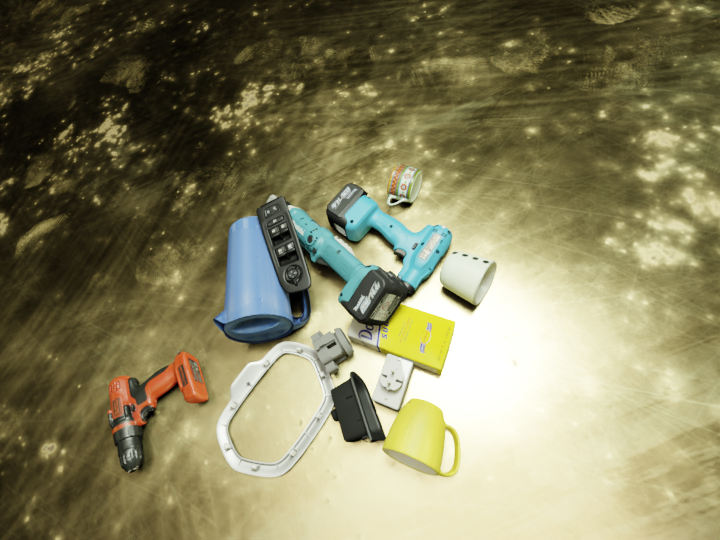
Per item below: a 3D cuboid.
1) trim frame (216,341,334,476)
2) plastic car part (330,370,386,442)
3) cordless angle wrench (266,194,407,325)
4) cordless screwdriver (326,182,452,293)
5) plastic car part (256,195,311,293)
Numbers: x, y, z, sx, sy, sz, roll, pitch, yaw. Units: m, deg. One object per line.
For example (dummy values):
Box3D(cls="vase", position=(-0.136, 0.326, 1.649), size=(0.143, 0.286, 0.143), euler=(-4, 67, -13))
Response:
Box3D(cls="trim frame", position=(-0.157, 0.247, 0.771), size=(0.193, 0.026, 0.248), euler=(31, 76, 27))
Box3D(cls="plastic car part", position=(-0.014, 0.242, 0.721), size=(0.071, 0.062, 0.122), euler=(-33, 56, 12))
Box3D(cls="cordless angle wrench", position=(-0.084, -0.055, 0.854), size=(0.448, 0.070, 0.098), euler=(42, 107, 40))
Box3D(cls="cordless screwdriver", position=(0.039, -0.065, 0.856), size=(0.259, 0.071, 0.159), euler=(30, 74, 22))
Box3D(cls="plastic car part", position=(-0.145, -0.042, 0.830), size=(0.066, 0.064, 0.211), euler=(-23, 64, 2))
